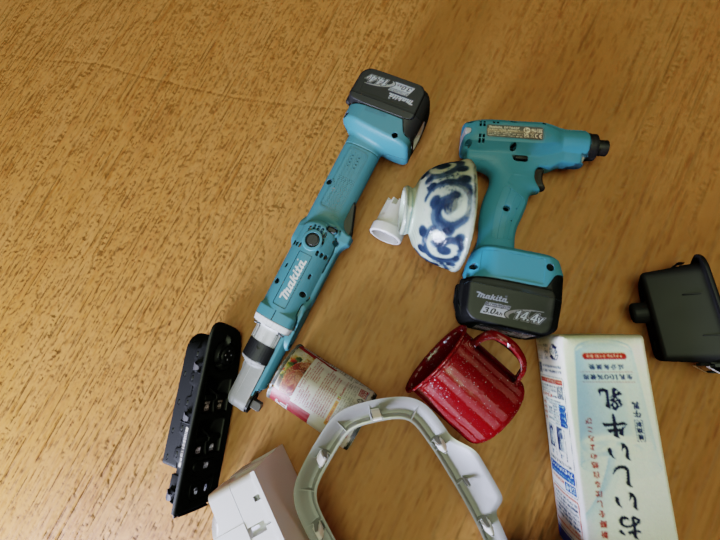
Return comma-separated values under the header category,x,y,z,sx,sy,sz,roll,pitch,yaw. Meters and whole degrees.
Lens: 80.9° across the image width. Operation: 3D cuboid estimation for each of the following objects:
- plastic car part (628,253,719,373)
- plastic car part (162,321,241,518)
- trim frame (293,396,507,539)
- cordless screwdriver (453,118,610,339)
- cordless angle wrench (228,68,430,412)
category,x,y,z,sx,sy,sz,roll,pitch,yaw
plastic car part,0.321,0.048,0.432,0.073,0.063,0.119,-13,73,19
plastic car part,-0.185,0.160,0.491,0.070,0.063,0.204,5,79,34
trim frame,0.045,0.242,0.412,0.184,0.028,0.248,-30,91,-2
cordless screwdriver,0.187,-0.051,0.467,0.162,0.072,0.252,6,75,10
cordless angle wrench,-0.049,-0.032,0.505,0.101,0.072,0.423,26,85,12
